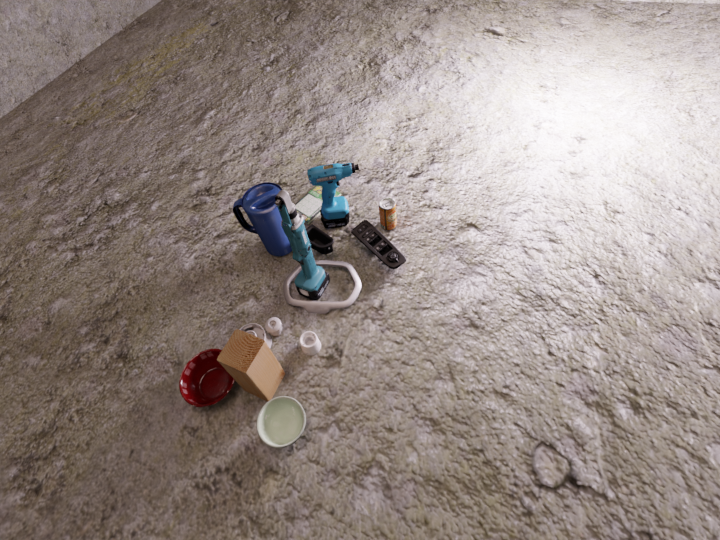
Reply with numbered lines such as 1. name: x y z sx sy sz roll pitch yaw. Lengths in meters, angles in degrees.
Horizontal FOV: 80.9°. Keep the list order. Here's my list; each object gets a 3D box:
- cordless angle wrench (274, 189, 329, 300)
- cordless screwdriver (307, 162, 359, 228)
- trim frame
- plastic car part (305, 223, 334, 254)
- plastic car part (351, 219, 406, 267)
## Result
1. cordless angle wrench: -0.164 -0.066 1.156 0.077 0.406 0.098 19 59 20
2. cordless screwdriver: -0.073 -0.248 1.375 0.160 0.239 0.077 -9 54 2
3. trim frame: -0.120 0.046 1.302 0.254 0.026 0.188 1 55 13
4. plastic car part: -0.135 -0.088 1.378 0.123 0.068 0.065 34 66 29
5. plastic car part: 0.058 -0.070 1.327 0.065 0.064 0.214 -35 55 -16
